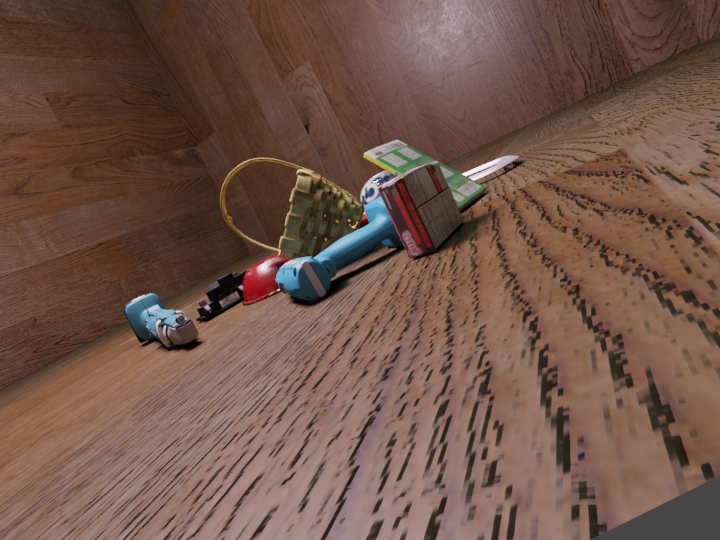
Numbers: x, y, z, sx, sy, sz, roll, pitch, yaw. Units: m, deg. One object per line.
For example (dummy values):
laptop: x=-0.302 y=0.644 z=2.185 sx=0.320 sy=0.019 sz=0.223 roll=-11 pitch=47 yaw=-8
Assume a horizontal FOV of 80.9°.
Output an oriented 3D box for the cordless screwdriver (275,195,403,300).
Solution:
cordless screwdriver: x=-0.008 y=-0.041 z=0.598 sx=0.245 sy=0.073 sz=0.164 roll=-34 pitch=11 yaw=-18

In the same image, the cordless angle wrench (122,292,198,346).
cordless angle wrench: x=-0.364 y=0.097 z=0.776 sx=0.073 sy=0.096 sz=0.440 roll=-30 pitch=14 yaw=-31

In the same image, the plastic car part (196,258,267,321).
plastic car part: x=-0.252 y=0.033 z=0.873 sx=0.198 sy=0.067 sz=0.068 roll=-29 pitch=0 yaw=-34

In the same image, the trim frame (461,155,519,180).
trim frame: x=0.222 y=-0.193 z=0.917 sx=0.258 sy=0.027 sz=0.180 roll=-14 pitch=14 yaw=44
